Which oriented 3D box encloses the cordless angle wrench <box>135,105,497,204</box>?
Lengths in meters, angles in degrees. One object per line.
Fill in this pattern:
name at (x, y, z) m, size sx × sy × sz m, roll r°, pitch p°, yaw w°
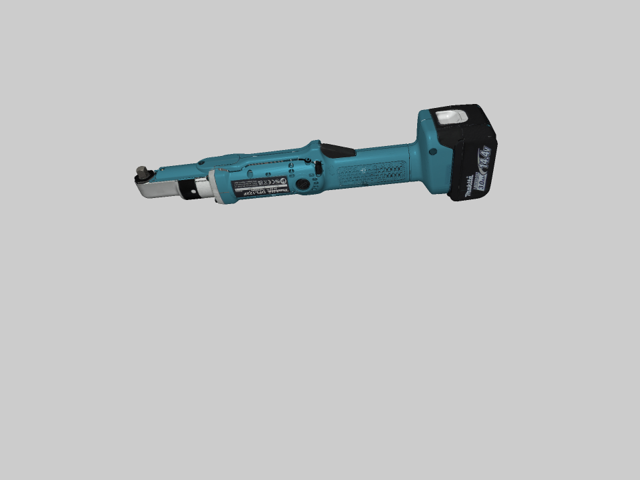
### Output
cordless angle wrench at (-0.019, -0.084, 0.512) m, size 0.423 × 0.098 × 0.074 m, roll -5°, pitch 44°, yaw 6°
